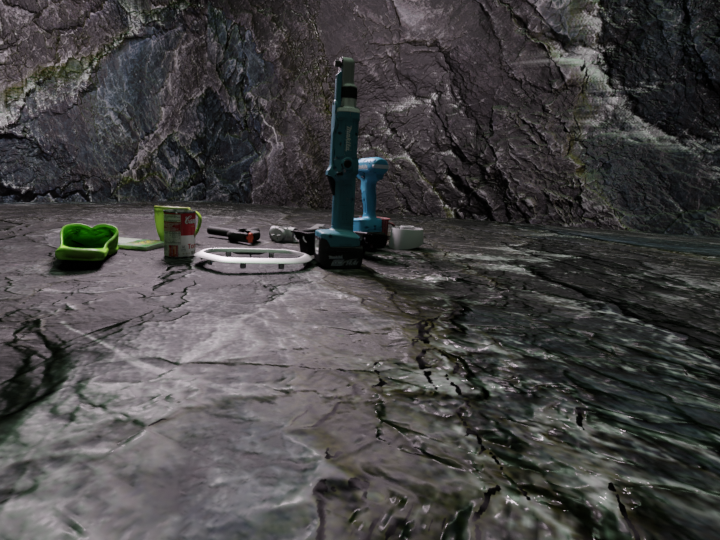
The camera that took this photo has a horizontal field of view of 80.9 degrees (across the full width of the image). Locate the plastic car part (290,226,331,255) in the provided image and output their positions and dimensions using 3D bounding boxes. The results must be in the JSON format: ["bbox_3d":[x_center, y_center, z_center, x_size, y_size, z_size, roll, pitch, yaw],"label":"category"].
[{"bbox_3d":[-0.096,-0.062,0.977,0.111,0.070,0.069,-6,13,-39],"label":"plastic car part"}]

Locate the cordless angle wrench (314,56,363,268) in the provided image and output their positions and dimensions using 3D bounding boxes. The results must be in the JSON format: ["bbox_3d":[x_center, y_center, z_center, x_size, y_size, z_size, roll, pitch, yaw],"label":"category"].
[{"bbox_3d":[-0.036,-0.217,0.872,0.095,0.419,0.077,1,8,-17],"label":"cordless angle wrench"}]

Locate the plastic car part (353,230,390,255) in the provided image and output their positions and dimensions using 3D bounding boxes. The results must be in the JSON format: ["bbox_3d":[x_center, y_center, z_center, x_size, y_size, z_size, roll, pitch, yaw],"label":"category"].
[{"bbox_3d":[-0.007,-0.074,1.064,0.064,0.066,0.213,-2,12,-28],"label":"plastic car part"}]

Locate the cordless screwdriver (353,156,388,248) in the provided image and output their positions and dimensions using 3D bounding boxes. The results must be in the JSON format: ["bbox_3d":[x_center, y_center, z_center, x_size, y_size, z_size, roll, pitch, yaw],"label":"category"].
[{"bbox_3d":[0.008,-0.185,1.170,0.071,0.246,0.167,-1,10,-30],"label":"cordless screwdriver"}]

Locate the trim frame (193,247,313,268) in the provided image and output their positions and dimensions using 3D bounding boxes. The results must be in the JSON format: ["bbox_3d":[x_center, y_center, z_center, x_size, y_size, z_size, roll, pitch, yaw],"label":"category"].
[{"bbox_3d":[-0.218,-0.027,0.881,0.241,0.027,0.192,-2,12,-21],"label":"trim frame"}]
